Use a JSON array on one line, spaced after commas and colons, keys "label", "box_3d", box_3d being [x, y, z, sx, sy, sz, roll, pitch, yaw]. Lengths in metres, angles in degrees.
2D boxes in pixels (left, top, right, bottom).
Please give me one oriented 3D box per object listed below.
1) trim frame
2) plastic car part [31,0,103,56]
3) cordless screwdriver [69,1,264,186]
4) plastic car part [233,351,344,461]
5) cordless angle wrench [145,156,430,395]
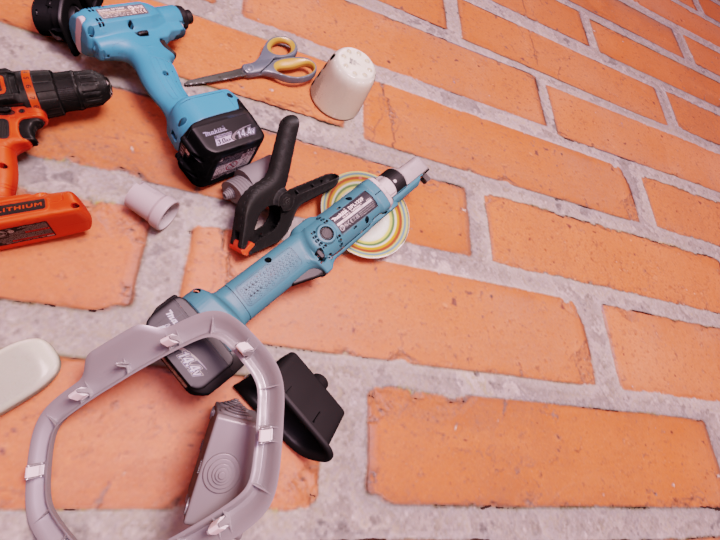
[{"label": "trim frame", "box_3d": [-0.172, 0.138, 0.339, 0.250, 0.026, 0.191, -31, 67, 7]}, {"label": "plastic car part", "box_3d": [-0.366, -0.366, 0.537, 0.066, 0.066, 0.208, 2, 67, -14]}, {"label": "cordless screwdriver", "box_3d": [-0.217, -0.235, 0.531, 0.250, 0.075, 0.156, 49, 51, 2]}, {"label": "plastic car part", "box_3d": [-0.065, 0.135, 0.449, 0.116, 0.067, 0.070, 46, 43, -4]}, {"label": "cordless angle wrench", "box_3d": [-0.049, -0.032, 0.505, 0.098, 0.075, 0.417, 48, 61, 0]}]
